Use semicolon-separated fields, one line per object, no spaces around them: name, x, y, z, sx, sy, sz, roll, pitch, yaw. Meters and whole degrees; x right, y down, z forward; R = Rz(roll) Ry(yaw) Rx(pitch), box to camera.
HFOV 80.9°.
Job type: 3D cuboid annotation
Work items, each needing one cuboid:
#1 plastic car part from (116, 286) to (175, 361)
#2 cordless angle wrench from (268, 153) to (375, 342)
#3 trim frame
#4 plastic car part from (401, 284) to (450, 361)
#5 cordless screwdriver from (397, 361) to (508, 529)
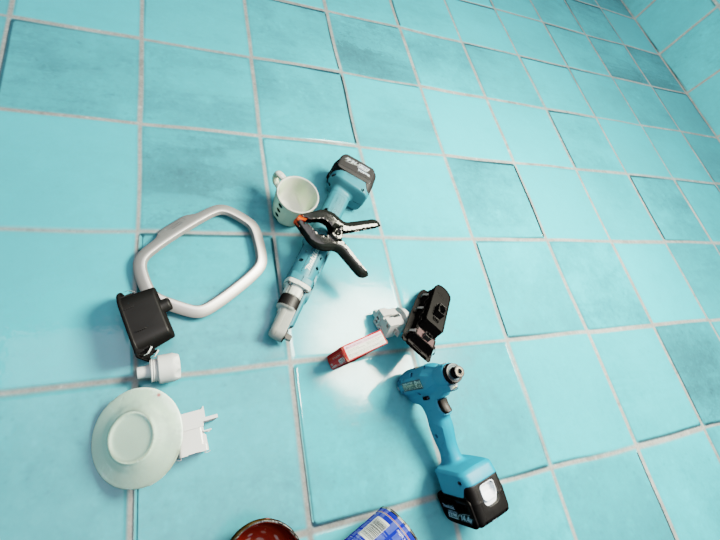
plastic car part;-0.327;0.072;0.658;0.070;0.065;0.120;-22;73;-15
cordless angle wrench;-0.082;-0.053;0.834;0.097;0.075;0.426;27;59;-9
trim frame;-0.280;-0.024;0.762;0.186;0.028;0.245;44;58;4
plastic car part;0.135;0.083;0.813;0.067;0.067;0.202;35;27;0
cordless screwdriver;0.158;0.276;0.698;0.072;0.160;0.255;-12;72;-30
